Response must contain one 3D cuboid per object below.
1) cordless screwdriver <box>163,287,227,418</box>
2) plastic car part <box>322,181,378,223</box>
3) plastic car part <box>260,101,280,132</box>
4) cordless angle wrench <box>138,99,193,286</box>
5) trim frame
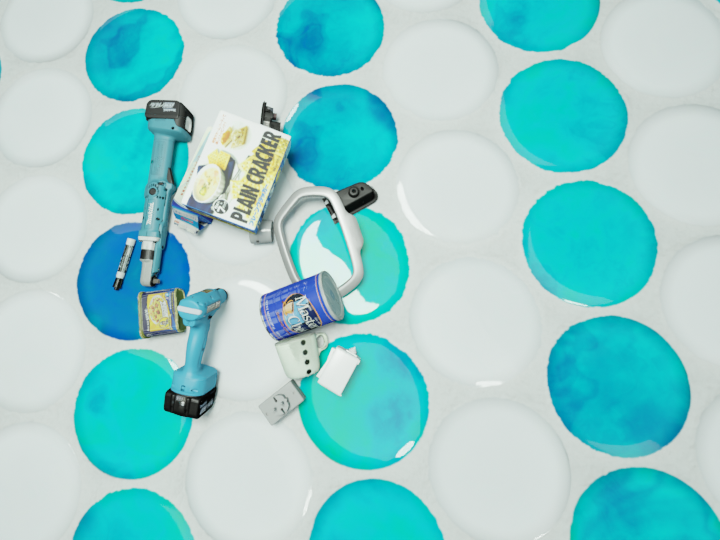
[{"bbox_3d":[-0.326,0.160,0.871,0.075,0.158,0.247,10,97,5],"label":"cordless screwdriver"},{"bbox_3d":[-0.021,-0.159,0.917,0.117,0.070,0.067,-26,83,3],"label":"plastic car part"},{"bbox_3d":[-0.212,-0.275,0.966,0.065,0.068,0.204,11,79,-21],"label":"plastic car part"},{"bbox_3d":[-0.460,-0.175,0.966,0.099,0.073,0.426,4,82,5],"label":"cordless angle wrench"},{"bbox_3d":[-0.088,-0.058,0.899,0.188,0.027,0.249,-19,87,19],"label":"trim frame"}]
